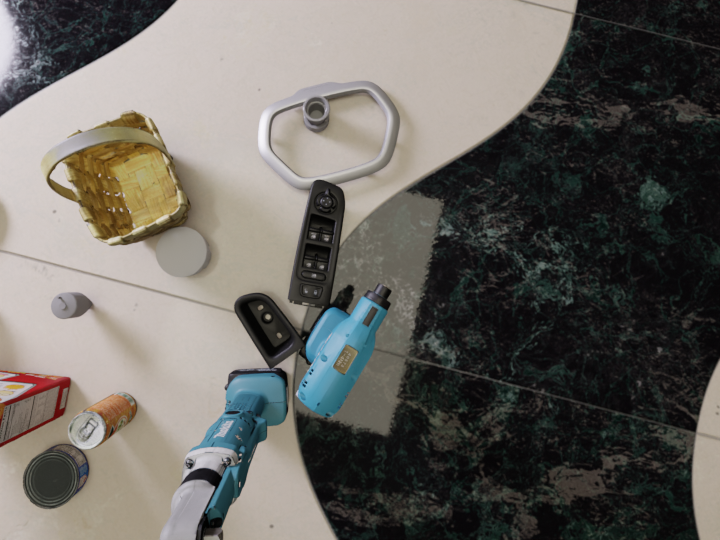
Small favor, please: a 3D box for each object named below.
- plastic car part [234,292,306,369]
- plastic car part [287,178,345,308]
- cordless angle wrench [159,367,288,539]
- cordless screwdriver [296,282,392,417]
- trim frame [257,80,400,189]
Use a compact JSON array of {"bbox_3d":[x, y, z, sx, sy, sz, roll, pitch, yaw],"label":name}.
[{"bbox_3d":[-0.145,0.084,0.668,0.066,0.071,0.117,-35,87,-5],"label":"plastic car part"},{"bbox_3d":[-0.067,-0.044,0.683,0.066,0.067,0.204,10,85,-3],"label":"plastic car part"},{"bbox_3d":[-0.143,0.189,0.482,0.097,0.423,0.074,-2,88,-6],"label":"cordless angle wrench"},{"bbox_3d":[-0.023,0.089,0.580,0.074,0.249,0.159,32,85,-4],"label":"cordless screwdriver"},{"bbox_3d":[-0.053,-0.236,0.722,0.248,0.027,0.185,-17,85,-2],"label":"trim frame"}]
